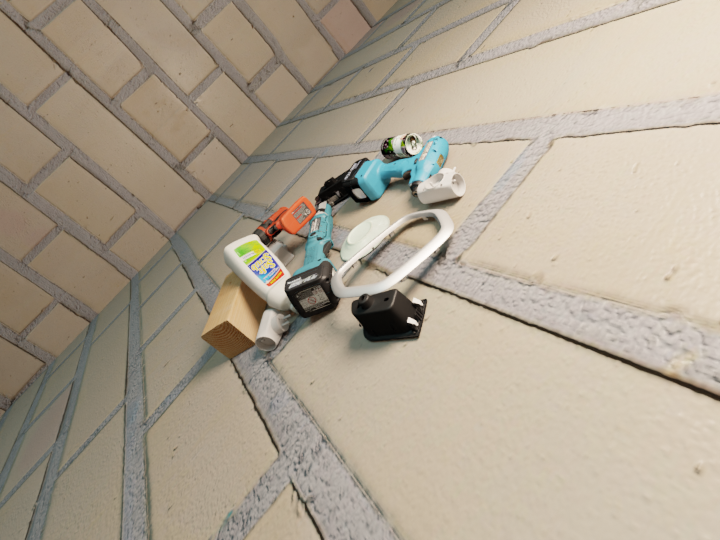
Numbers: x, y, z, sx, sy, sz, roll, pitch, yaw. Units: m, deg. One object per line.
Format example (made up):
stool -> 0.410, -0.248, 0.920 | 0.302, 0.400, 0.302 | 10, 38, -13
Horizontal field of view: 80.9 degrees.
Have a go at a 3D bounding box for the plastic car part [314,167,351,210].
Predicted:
plastic car part -> -0.052, -0.228, 1.141 | 0.209, 0.065, 0.067 | -22, 27, 32

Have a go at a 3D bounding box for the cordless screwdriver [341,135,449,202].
cordless screwdriver -> 0.066, -0.204, 0.940 | 0.260, 0.071, 0.160 | -6, 46, 45

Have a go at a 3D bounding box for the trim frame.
trim frame -> 0.053, -0.032, 0.735 | 0.246, 0.026, 0.193 | -42, 28, -14

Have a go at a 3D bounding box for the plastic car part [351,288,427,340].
plastic car part -> 0.030, 0.062, 0.638 | 0.121, 0.068, 0.066 | -15, 38, 39

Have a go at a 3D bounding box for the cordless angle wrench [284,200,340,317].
cordless angle wrench -> -0.094, -0.062, 0.962 | 0.099, 0.071, 0.434 | -23, 30, 13
